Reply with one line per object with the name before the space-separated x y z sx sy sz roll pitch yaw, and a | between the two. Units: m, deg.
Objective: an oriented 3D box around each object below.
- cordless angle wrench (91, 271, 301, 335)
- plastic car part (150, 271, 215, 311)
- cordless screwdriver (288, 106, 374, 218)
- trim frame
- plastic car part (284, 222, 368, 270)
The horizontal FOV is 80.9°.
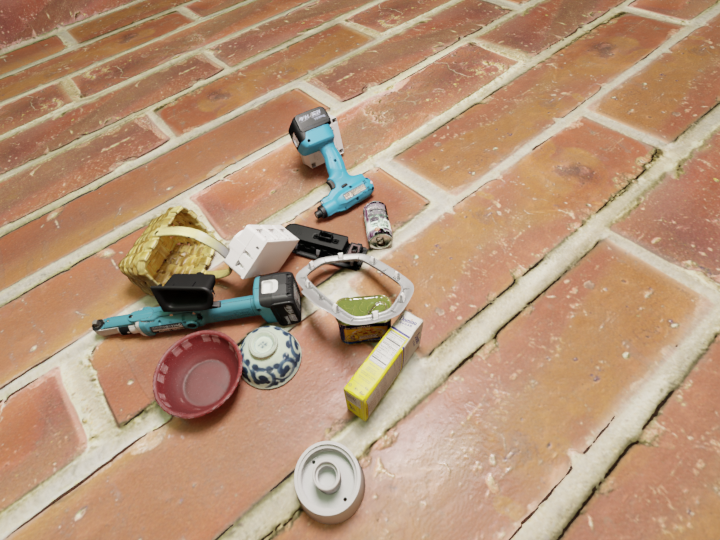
cordless angle wrench | -0.331 0.085 0.842 0.427 0.094 0.077 -10 52 6
plastic car part | -0.320 0.033 0.799 0.118 0.063 0.073 -4 40 9
cordless screwdriver | -0.093 -0.253 1.012 0.157 0.075 0.249 -32 90 -17
trim frame | -0.017 0.024 0.785 0.180 0.026 0.263 -24 36 -24
plastic car part | -0.091 -0.060 0.933 0.210 0.064 0.067 13 62 20
